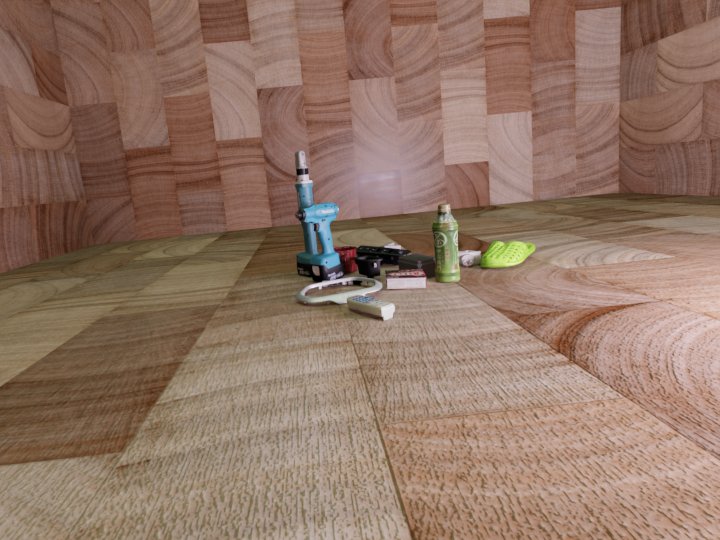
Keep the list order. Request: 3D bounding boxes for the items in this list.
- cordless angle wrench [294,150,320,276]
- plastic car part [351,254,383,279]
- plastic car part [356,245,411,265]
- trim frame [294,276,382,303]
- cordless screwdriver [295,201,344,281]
[{"bbox_3d":[-0.184,-0.192,1.437,0.071,0.418,0.103,-12,12,-39],"label":"cordless angle wrench"},{"bbox_3d":[0.026,-0.008,1.323,0.064,0.070,0.121,-10,12,-23],"label":"plastic car part"},{"bbox_3d":[0.077,-0.051,1.497,0.212,0.066,0.064,2,13,30],"label":"plastic car part"},{"bbox_3d":[-0.061,0.055,1.179,0.244,0.027,0.190,-9,13,-15],"label":"trim frame"},{"bbox_3d":[-0.130,-0.085,1.332,0.078,0.246,0.153,4,13,44],"label":"cordless screwdriver"}]
